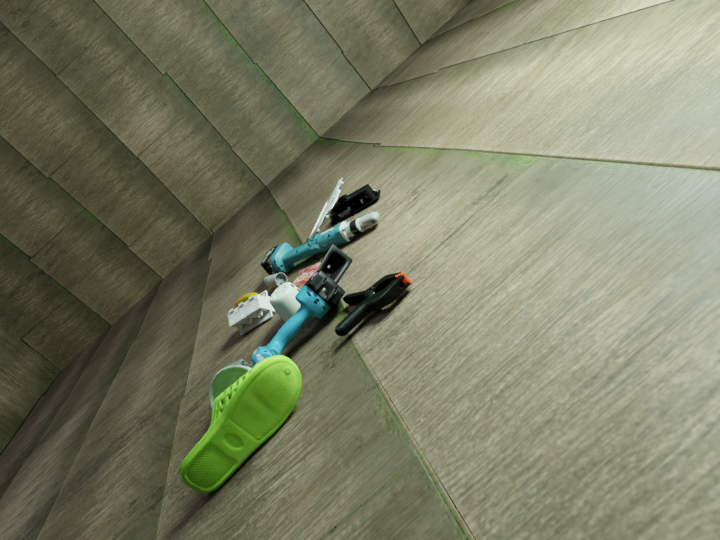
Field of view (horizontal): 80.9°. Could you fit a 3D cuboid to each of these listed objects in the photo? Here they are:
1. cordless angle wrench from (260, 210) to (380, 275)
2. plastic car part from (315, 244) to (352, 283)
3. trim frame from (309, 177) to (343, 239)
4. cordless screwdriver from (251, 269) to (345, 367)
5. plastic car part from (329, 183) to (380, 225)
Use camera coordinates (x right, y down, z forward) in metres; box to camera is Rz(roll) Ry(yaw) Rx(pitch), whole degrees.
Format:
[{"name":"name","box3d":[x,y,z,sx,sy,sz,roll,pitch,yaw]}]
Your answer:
[{"name":"cordless angle wrench","box3d":[-0.120,-0.078,1.224,0.437,0.071,0.099,-20,31,36]},{"name":"plastic car part","box3d":[-0.083,0.005,1.048,0.116,0.065,0.072,-58,11,-26]},{"name":"trim frame","box3d":[-0.110,-0.189,1.355,0.250,0.027,0.185,-66,9,-23]},{"name":"cordless screwdriver","box3d":[-0.147,0.115,0.930,0.248,0.073,0.161,-50,8,-14]},{"name":"plastic car part","box3d":[-0.024,-0.213,1.314,0.210,0.065,0.066,-19,24,38]}]
